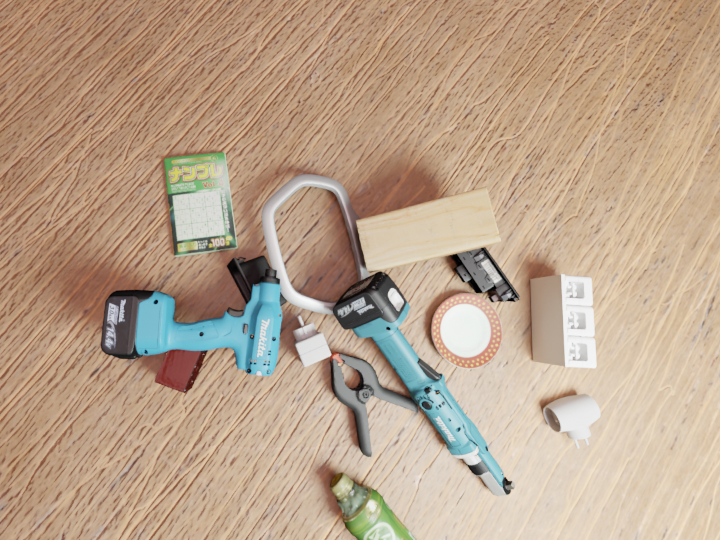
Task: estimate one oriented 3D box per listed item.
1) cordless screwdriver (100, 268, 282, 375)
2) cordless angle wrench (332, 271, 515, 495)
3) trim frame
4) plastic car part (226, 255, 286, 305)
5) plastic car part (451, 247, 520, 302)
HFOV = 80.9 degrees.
[{"bbox_3d":[-0.242,0.065,0.633,0.246,0.074,0.161,7,79,-7],"label":"cordless screwdriver"},{"bbox_3d":[0.115,0.199,0.686,0.419,0.100,0.073,55,35,-5],"label":"cordless angle wrench"},{"bbox_3d":[-0.071,-0.047,0.731,0.180,0.028,0.250,-15,85,-19],"label":"trim frame"},{"bbox_3d":[-0.166,0.023,0.712,0.069,0.067,0.117,-31,90,-26],"label":"plastic car part"},{"bbox_3d":[0.194,-0.024,0.754,0.067,0.065,0.205,-30,84,4],"label":"plastic car part"}]
